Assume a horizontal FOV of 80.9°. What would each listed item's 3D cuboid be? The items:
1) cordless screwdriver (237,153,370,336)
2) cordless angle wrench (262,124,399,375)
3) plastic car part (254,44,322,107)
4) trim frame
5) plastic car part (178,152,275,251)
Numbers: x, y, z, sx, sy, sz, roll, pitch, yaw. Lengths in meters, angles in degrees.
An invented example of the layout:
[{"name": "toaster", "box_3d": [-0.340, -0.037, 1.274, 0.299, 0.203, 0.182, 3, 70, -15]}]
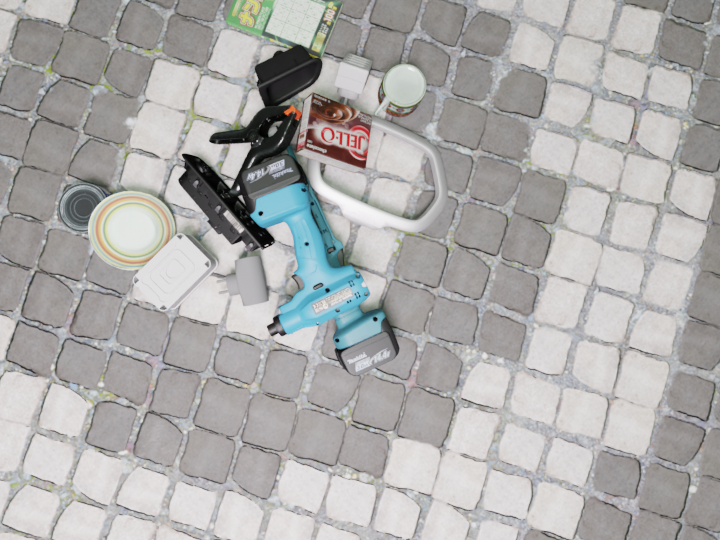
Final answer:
[{"name": "cordless screwdriver", "box_3d": [-0.109, -0.035, 0.628, 0.159, 0.074, 0.250, -27, 87, -1]}, {"name": "cordless angle wrench", "box_3d": [-0.068, -0.044, 0.692, 0.098, 0.074, 0.426, -24, 86, -4]}, {"name": "plastic car part", "box_3d": [-0.130, -0.336, 0.712, 0.116, 0.064, 0.073, -33, 77, -6]}, {"name": "trim frame", "box_3d": [0.031, -0.162, 0.703, 0.245, 0.028, 0.185, 21, 78, -7]}, {"name": "plastic car part", "box_3d": [-0.230, -0.106, 0.701, 0.068, 0.065, 0.203, -38, 90, 23]}]
